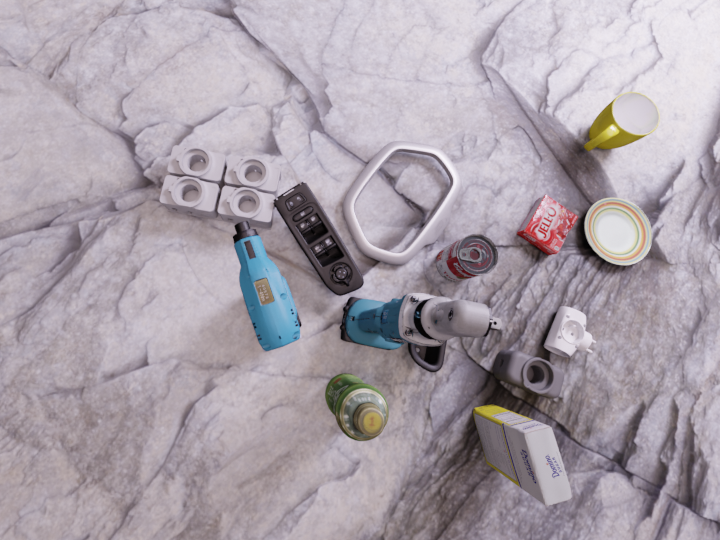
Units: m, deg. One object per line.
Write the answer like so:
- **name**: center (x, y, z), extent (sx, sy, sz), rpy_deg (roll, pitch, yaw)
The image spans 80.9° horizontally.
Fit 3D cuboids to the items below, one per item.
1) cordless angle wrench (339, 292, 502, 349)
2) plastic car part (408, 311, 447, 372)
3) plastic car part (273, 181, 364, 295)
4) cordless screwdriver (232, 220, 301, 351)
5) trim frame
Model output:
- **cordless angle wrench**: center (0.048, 0.064, 0.530), extent (0.097, 0.424, 0.075), rpy_deg (13, 80, -8)
- **plastic car part**: center (0.105, 0.105, 0.705), extent (0.065, 0.071, 0.117), rpy_deg (11, 79, -6)
- **plastic car part**: center (-0.071, -0.046, 0.723), extent (0.066, 0.067, 0.205), rpy_deg (-32, 83, -11)
- **cordless screwdriver**: center (-0.138, 0.029, 0.610), extent (0.073, 0.249, 0.161), rpy_deg (-19, 84, -12)
- **trim frame**: center (0.078, -0.128, 0.772), extent (0.185, 0.027, 0.248), rpy_deg (36, 78, 3)
